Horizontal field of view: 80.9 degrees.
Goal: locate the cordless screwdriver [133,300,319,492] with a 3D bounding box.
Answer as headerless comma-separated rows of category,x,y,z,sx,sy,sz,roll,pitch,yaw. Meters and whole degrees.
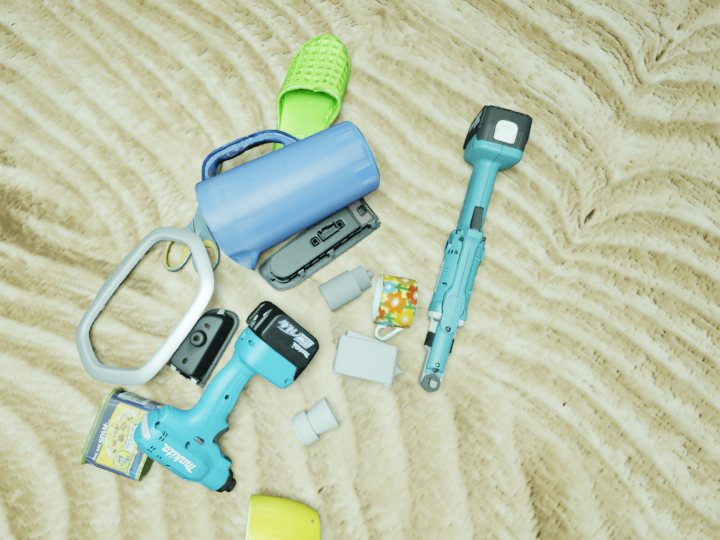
cordless screwdriver,-0.158,0.174,0.576,0.247,0.078,0.153,-47,115,-13

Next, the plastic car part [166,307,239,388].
plastic car part,-0.228,0.104,0.604,0.067,0.070,0.116,30,82,3

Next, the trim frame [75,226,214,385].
trim frame,-0.315,0.047,0.617,0.192,0.026,0.248,31,83,22

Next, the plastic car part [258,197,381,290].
plastic car part,-0.063,-0.041,0.641,0.202,0.067,0.067,-36,89,-4

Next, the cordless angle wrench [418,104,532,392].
cordless angle wrench,0.155,-0.032,0.625,0.075,0.097,0.424,17,82,1
